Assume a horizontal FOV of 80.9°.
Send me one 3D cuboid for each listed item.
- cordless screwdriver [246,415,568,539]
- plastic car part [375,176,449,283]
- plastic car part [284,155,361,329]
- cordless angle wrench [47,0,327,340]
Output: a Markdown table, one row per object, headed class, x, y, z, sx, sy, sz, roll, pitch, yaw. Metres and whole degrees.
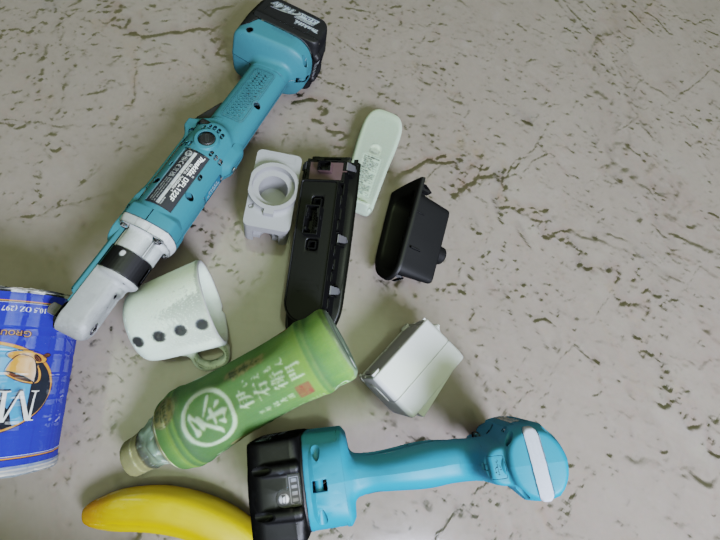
| class | x | y | z | sx | sy | sz | roll | pitch | yaw |
| --- | --- | --- | --- | --- | --- | --- | --- | --- | --- |
| cordless screwdriver | 0.031 | 0.172 | 0.380 | 0.251 | 0.155 | 0.076 | -9 | 74 | 4 |
| plastic car part | 0.065 | -0.035 | 0.479 | 0.068 | 0.067 | 0.117 | 18 | 74 | -20 |
| plastic car part | -0.043 | -0.028 | 0.443 | 0.067 | 0.066 | 0.204 | 6 | 84 | 6 |
| cordless angle wrench | -0.158 | -0.121 | 0.434 | 0.098 | 0.074 | 0.425 | 25 | 64 | -2 |
